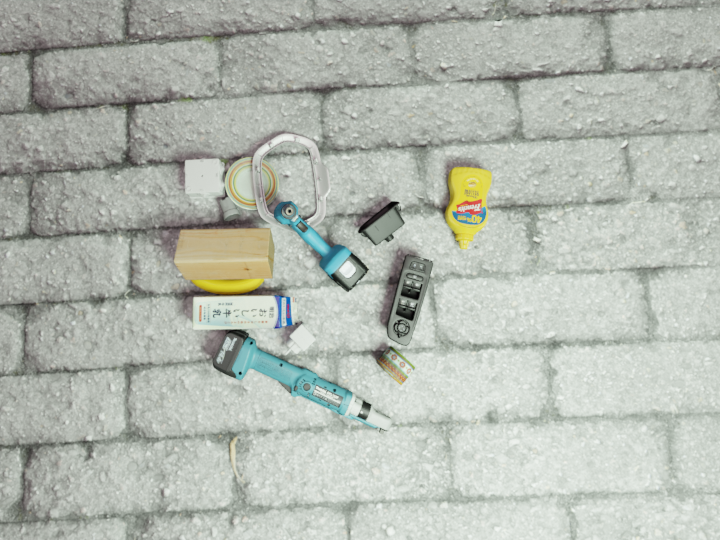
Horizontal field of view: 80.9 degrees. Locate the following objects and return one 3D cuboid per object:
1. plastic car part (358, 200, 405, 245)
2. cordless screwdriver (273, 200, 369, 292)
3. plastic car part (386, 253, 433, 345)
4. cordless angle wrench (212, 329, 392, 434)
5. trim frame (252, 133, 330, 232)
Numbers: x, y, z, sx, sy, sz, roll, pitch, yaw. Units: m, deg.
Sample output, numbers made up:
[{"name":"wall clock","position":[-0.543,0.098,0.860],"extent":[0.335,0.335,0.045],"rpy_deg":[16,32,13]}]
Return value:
[{"name":"plastic car part","position":[0.057,-0.105,1.007],"extent":[0.116,0.067,0.070],"rpy_deg":[-42,101,-1]},{"name":"cordless screwdriver","position":[-0.091,-0.060,0.935],"extent":[0.245,0.162,0.074],"rpy_deg":[44,85,-10]},{"name":"plastic car part","position":[0.105,0.068,0.974],"extent":[0.066,0.067,0.204],"rpy_deg":[16,80,-7]},{"name":"cordless angle wrench","position":[-0.124,0.260,0.961],"extent":[0.424,0.074,0.098],"rpy_deg":[24,85,2]},{"name":"trim frame","position":[-0.167,-0.215,1.028],"extent":[0.181,0.028,0.251],"rpy_deg":[-6,82,-10]}]
